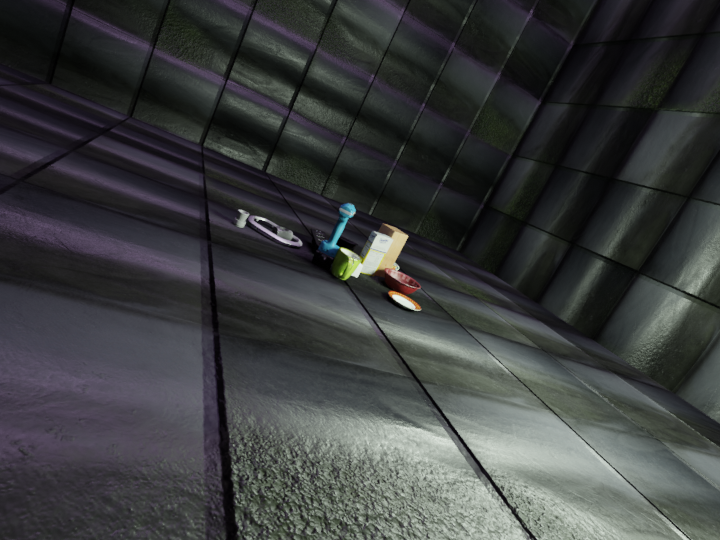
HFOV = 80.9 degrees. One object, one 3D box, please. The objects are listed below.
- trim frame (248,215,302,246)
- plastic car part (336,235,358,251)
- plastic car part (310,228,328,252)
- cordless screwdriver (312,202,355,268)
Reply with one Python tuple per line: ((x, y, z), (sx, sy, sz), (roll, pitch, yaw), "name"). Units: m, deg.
((-0.338, -0.155, 1.670), (0.257, 0.027, 0.179), (29, 14, 15), "trim frame")
((-0.077, -0.110, 1.866), (0.121, 0.071, 0.063), (31, 14, 22), "plastic car part")
((-0.168, -0.110, 1.716), (0.064, 0.067, 0.211), (20, 15, -22), "plastic car part")
((-0.088, -0.136, 1.570), (0.075, 0.248, 0.158), (27, 13, 1), "cordless screwdriver")
